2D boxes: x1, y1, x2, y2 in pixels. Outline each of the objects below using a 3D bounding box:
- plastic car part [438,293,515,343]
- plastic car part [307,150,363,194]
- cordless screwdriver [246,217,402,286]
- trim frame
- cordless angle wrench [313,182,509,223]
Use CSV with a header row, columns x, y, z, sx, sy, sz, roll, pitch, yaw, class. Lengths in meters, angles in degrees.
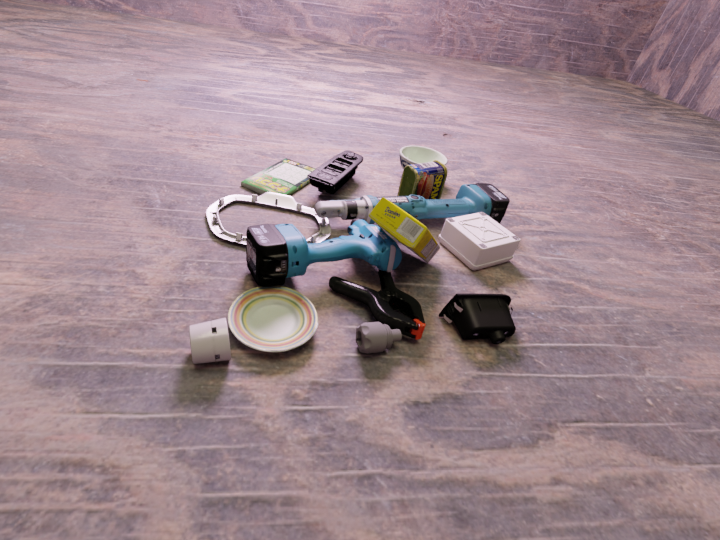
x,y,z,sx,sy,sz,roll,pitch,yaw,class
0.196,0.079,0.658,0.114,0.065,0.073,3,53,-15,plastic car part
-0.050,-0.225,0.983,0.069,0.065,0.202,15,41,17,plastic car part
-0.071,-0.046,0.727,0.242,0.073,0.167,-6,29,-20,cordless screwdriver
-0.180,-0.101,0.831,0.250,0.027,0.187,9,36,2,trim frame
0.108,-0.132,0.891,0.412,0.073,0.103,-4,39,-17,cordless angle wrench
